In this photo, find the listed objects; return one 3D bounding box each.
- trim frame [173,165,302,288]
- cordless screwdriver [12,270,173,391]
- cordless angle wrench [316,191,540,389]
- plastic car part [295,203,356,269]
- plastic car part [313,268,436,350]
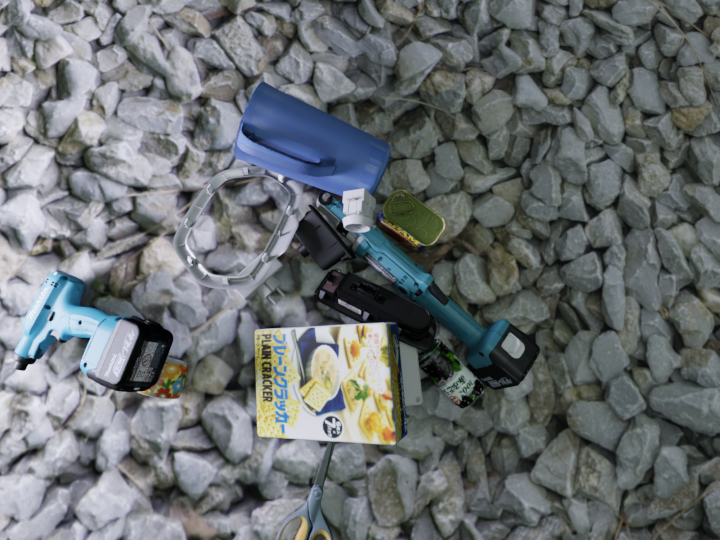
[{"bbox_3d":[-0.196,-0.081,0.695,0.187,0.027,0.250,19,61,7],"label":"trim frame"},{"bbox_3d":[-0.409,0.110,0.625,0.259,0.071,0.160,18,79,24],"label":"cordless screwdriver"},{"bbox_3d":[0.086,0.016,0.695,0.431,0.097,0.073,42,65,9],"label":"cordless angle wrench"},{"bbox_3d":[-0.070,-0.046,0.714,0.071,0.065,0.118,-43,82,4],"label":"plastic car part"},{"bbox_3d":[0.027,0.051,0.665,0.209,0.065,0.066,27,54,16],"label":"plastic car part"}]
